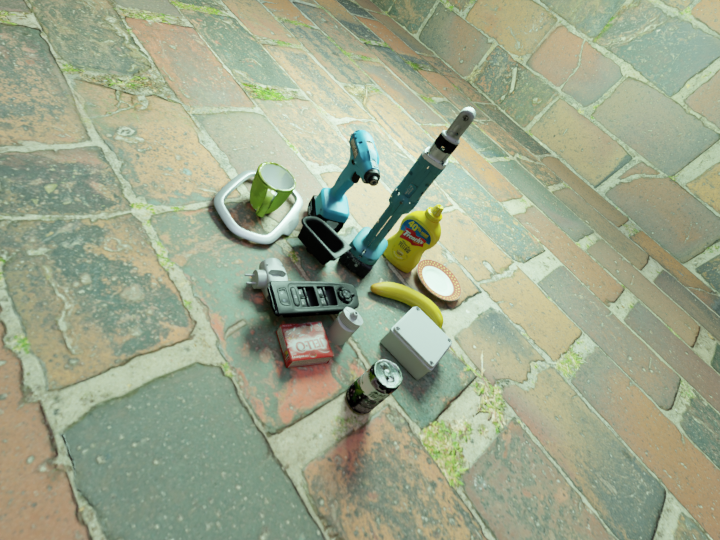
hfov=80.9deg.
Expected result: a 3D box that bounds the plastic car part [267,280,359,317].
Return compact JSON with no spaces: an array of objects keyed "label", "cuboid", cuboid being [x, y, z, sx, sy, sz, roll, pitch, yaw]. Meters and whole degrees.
[{"label":"plastic car part","cuboid":[-0.089,0.061,0.811,0.194,0.067,0.069,-2,52,-35]}]

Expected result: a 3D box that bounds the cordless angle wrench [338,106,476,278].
[{"label":"cordless angle wrench","cuboid":[0.090,-0.147,0.861,0.075,0.424,0.097,38,39,0]}]

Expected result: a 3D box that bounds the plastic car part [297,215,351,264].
[{"label":"plastic car part","cuboid":[-0.091,-0.059,0.930,0.119,0.071,0.064,43,40,11]}]

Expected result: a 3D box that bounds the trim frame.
[{"label":"trim frame","cuboid":[-0.226,-0.149,0.967,0.184,0.027,0.249,30,40,-3]}]

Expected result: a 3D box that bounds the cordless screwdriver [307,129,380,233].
[{"label":"cordless screwdriver","cuboid":[-0.034,-0.173,0.943,0.071,0.249,0.165,13,45,-27]}]
